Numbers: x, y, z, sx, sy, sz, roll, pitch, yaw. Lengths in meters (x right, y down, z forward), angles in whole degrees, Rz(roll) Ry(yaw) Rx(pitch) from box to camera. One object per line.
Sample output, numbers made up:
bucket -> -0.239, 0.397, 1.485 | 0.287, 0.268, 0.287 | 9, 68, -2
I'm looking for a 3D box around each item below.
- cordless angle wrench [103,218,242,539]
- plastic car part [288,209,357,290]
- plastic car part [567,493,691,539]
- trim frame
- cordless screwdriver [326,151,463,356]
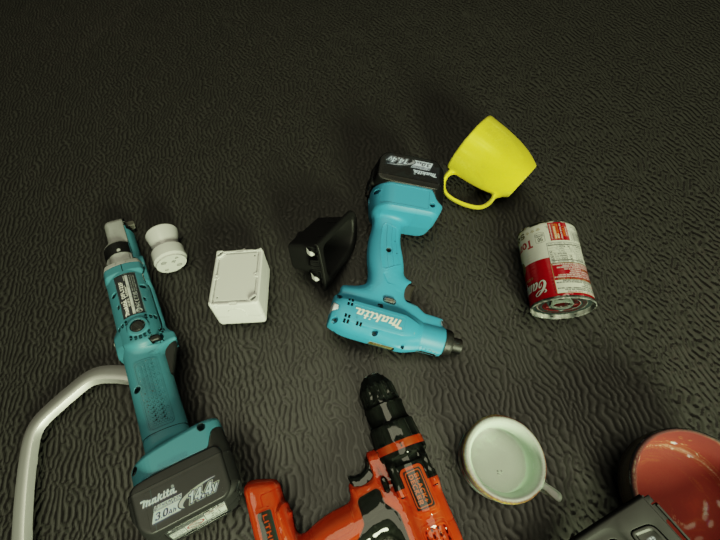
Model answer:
cordless angle wrench -> -0.259, 0.081, 0.508 | 0.095, 0.072, 0.445 | -20, 54, -23
plastic car part -> -0.055, -0.036, 0.558 | 0.073, 0.064, 0.116 | 4, 33, 20
plastic car part -> 0.174, 0.270, 0.355 | 0.203, 0.064, 0.069 | -37, 69, 3
trim frame -> -0.291, 0.229, 0.469 | 0.184, 0.026, 0.258 | -18, 60, -2
cordless screwdriver -> 0.062, -0.021, 0.536 | 0.159, 0.073, 0.252 | 14, 67, 0
